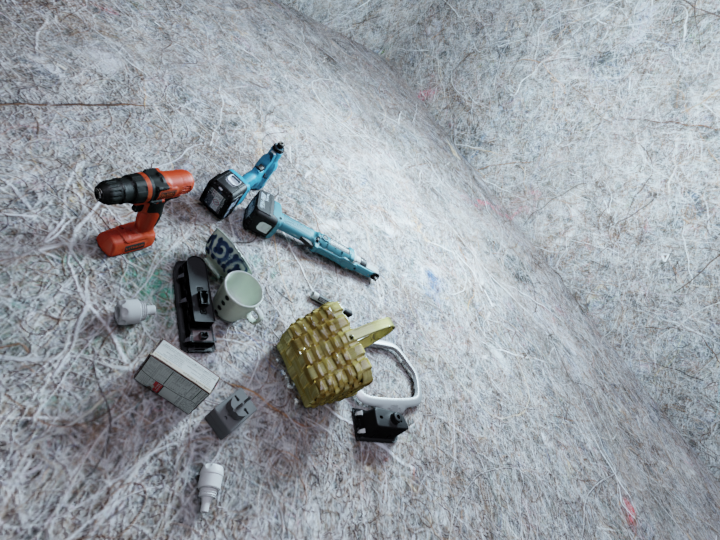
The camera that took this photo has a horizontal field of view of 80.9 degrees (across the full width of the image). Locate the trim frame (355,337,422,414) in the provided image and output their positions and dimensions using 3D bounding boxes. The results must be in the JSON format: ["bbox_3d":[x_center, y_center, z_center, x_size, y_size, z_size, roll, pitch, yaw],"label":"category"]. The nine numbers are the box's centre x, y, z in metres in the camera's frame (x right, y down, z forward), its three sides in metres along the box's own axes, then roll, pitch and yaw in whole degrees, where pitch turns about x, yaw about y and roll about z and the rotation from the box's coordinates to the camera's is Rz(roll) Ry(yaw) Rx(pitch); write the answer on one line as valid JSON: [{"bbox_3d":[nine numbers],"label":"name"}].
[{"bbox_3d":[0.052,0.245,0.995,0.235,0.028,0.192,15,42,-38],"label":"trim frame"}]

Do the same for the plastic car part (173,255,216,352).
[{"bbox_3d":[-0.314,0.052,0.803,0.063,0.067,0.212,3,48,-36],"label":"plastic car part"}]

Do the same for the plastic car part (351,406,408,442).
[{"bbox_3d":[0.050,0.315,0.876,0.111,0.071,0.068,18,44,-29],"label":"plastic car part"}]

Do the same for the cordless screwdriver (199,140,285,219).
[{"bbox_3d":[-0.281,-0.235,1.054,0.074,0.161,0.248,42,36,-7],"label":"cordless screwdriver"}]

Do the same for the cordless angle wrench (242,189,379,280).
[{"bbox_3d":[-0.111,-0.073,1.136,0.404,0.075,0.101,28,38,-26],"label":"cordless angle wrench"}]
